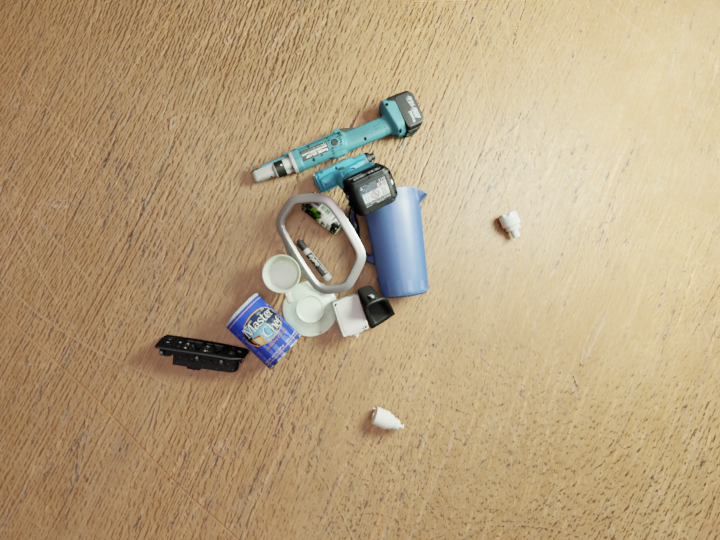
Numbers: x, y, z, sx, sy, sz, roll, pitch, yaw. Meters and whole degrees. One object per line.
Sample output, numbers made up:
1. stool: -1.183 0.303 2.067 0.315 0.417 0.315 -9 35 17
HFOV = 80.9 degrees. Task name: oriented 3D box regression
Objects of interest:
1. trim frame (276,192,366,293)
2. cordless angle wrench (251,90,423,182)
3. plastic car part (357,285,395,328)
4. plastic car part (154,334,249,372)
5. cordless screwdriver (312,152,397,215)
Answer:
1. trim frame: -0.094 -0.062 0.963 0.187 0.027 0.248 -33 90 26
2. cordless angle wrench: -0.062 -0.301 1.012 0.422 0.074 0.099 -23 86 -1
3. plastic car part: 0.026 0.071 0.960 0.066 0.111 0.075 -33 54 -4
4. plastic car part: -0.358 0.194 0.960 0.203 0.067 0.067 5 95 -1
5. cordless screwdriver: 0.003 -0.205 0.922 0.158 0.261 0.071 -29 118 -10
